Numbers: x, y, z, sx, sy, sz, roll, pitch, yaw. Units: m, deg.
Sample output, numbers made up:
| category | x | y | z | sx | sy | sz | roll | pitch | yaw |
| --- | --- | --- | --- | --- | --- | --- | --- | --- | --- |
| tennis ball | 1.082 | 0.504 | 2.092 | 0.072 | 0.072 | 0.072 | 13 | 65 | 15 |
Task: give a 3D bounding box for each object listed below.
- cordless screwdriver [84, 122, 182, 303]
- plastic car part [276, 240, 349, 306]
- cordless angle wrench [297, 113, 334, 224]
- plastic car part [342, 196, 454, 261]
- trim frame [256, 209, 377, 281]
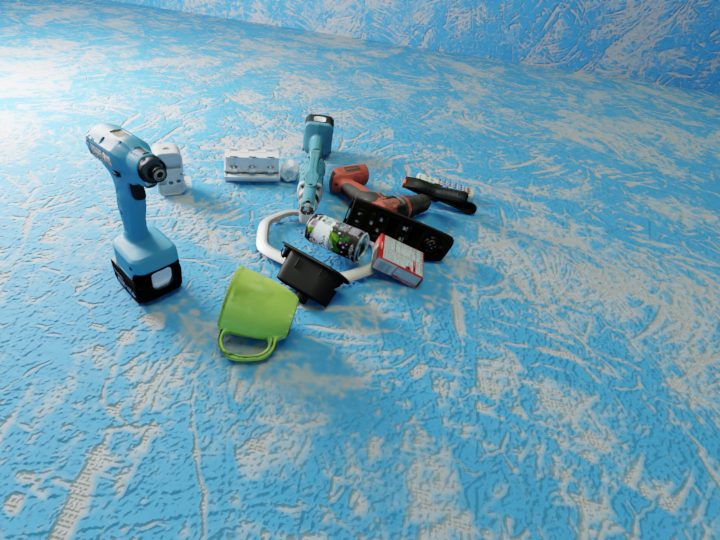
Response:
| category | x | y | z | sx | sy | sz | roll | pitch | yaw |
| --- | --- | --- | --- | --- | --- | --- | --- | --- | --- |
| cordless screwdriver | -0.299 | -0.065 | 0.583 | 0.168 | 0.242 | 0.072 | 31 | 41 | 32 |
| plastic car part | -0.085 | 0.015 | 0.666 | 0.121 | 0.064 | 0.071 | 31 | 80 | 17 |
| cordless angle wrench | -0.105 | -0.228 | 0.940 | 0.074 | 0.096 | 0.435 | 6 | 39 | -6 |
| plastic car part | 0.069 | -0.073 | 0.788 | 0.203 | 0.066 | 0.067 | 21 | 9 | 0 |
| trim frame | -0.076 | -0.050 | 0.778 | 0.257 | 0.027 | 0.183 | 19 | 41 | 17 |
